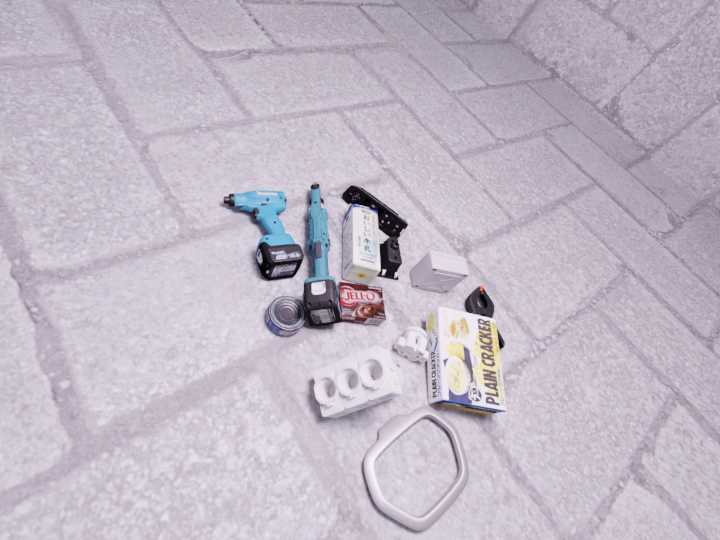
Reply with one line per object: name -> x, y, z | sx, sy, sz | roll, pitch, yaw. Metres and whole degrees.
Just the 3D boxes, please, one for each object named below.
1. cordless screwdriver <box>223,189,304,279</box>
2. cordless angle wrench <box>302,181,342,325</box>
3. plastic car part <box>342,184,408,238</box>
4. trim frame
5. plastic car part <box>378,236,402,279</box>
cordless screwdriver -> -0.235, -0.098, 1.018 | 0.153, 0.074, 0.260 | -3, 53, -26
cordless angle wrench -> -0.102, -0.067, 1.043 | 0.075, 0.094, 0.438 | -9, 50, 2
plastic car part -> 0.044, -0.178, 1.206 | 0.205, 0.066, 0.066 | 36, 39, 5
trim frame -> 0.113, 0.379, 0.834 | 0.241, 0.027, 0.190 | -27, 69, -34
plastic car part -> 0.079, -0.043, 1.113 | 0.064, 0.071, 0.120 | 12, 54, -20
